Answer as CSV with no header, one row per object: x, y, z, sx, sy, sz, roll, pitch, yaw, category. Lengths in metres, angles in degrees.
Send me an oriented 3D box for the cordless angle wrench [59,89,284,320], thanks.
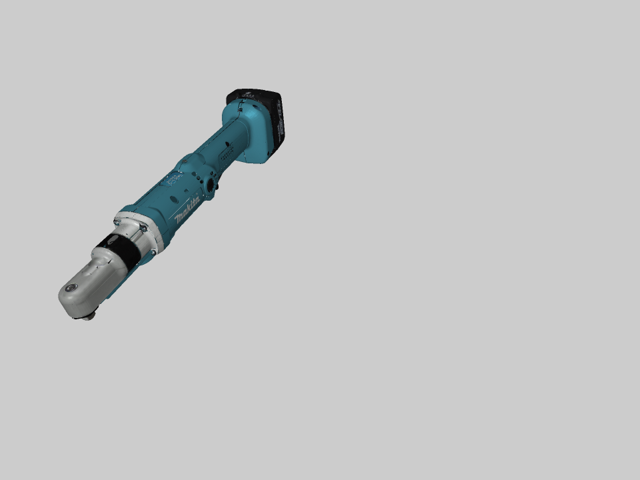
-0.158,-0.071,0.525,0.074,0.098,0.421,11,42,15,cordless angle wrench
